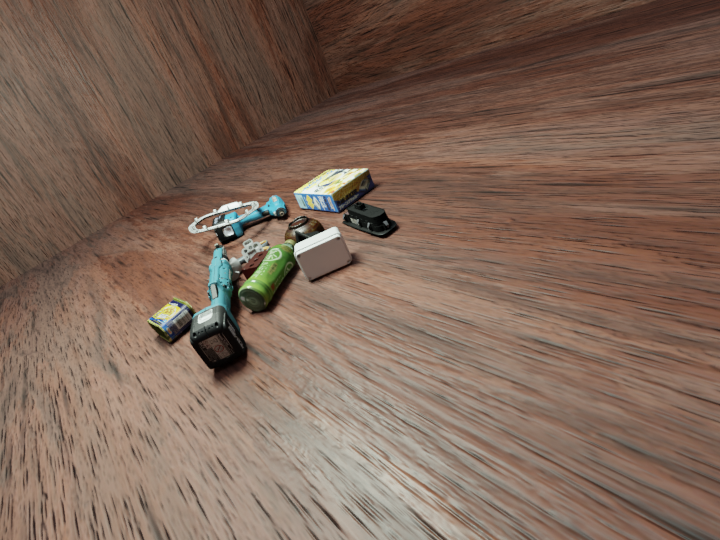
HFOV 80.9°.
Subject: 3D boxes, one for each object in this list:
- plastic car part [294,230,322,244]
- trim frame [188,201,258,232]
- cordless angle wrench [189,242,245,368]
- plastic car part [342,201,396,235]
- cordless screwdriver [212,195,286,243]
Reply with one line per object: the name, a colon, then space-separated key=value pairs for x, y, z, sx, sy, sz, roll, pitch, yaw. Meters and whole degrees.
plastic car part: x=-0.101 y=-0.066 z=1.034 sx=0.069 sy=0.064 sz=0.123 roll=-24 pitch=26 yaw=-32
trim frame: x=-0.448 y=-0.178 z=1.376 sx=0.252 sy=0.026 sz=0.188 roll=-15 pitch=28 yaw=11
cordless angle wrench: x=-0.317 y=0.044 z=0.952 sx=0.074 sy=0.094 sz=0.441 roll=-26 pitch=31 yaw=-3
plastic car part: x=0.018 y=-0.136 z=1.049 sx=0.065 sy=0.065 sz=0.214 roll=-26 pitch=29 yaw=-18
cordless screwdriver: x=-0.364 y=-0.170 z=1.405 sx=0.247 sy=0.072 sz=0.166 roll=-25 pitch=27 yaw=-6
